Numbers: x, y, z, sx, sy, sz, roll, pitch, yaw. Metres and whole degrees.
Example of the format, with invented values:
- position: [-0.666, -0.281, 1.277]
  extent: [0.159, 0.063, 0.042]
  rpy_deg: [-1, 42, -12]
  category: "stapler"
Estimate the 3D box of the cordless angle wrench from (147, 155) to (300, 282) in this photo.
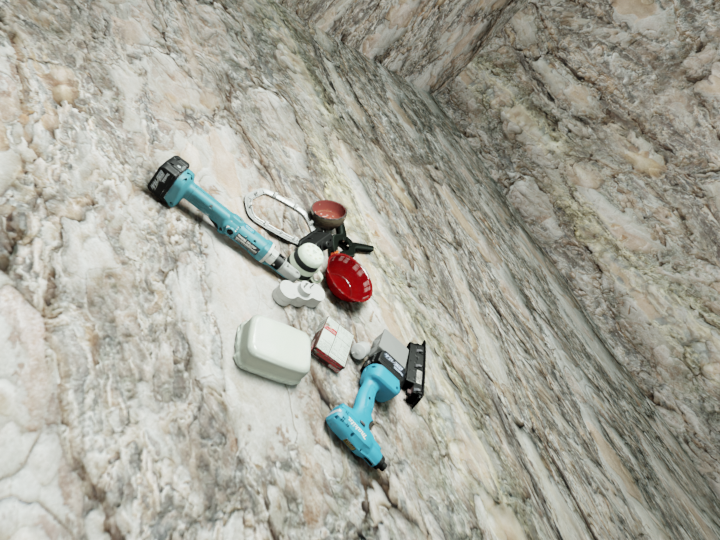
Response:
- position: [-0.314, -0.107, 1.037]
  extent: [0.412, 0.099, 0.075]
  rpy_deg: [39, 32, -14]
  category: "cordless angle wrench"

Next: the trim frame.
- position: [-0.225, -0.155, 1.232]
  extent: [0.238, 0.028, 0.189]
  rpy_deg: [29, 38, -24]
  category: "trim frame"

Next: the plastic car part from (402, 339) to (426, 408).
- position: [0.141, 0.266, 1.141]
  extent: [0.068, 0.065, 0.204]
  rpy_deg: [18, 37, 4]
  category: "plastic car part"

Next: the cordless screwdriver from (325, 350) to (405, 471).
- position: [0.035, 0.313, 0.968]
  extent: [0.159, 0.075, 0.245]
  rpy_deg: [45, 38, -1]
  category: "cordless screwdriver"

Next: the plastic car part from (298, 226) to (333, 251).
- position: [-0.117, -0.077, 1.201]
  extent: [0.114, 0.074, 0.064]
  rpy_deg: [-41, 125, -56]
  category: "plastic car part"
